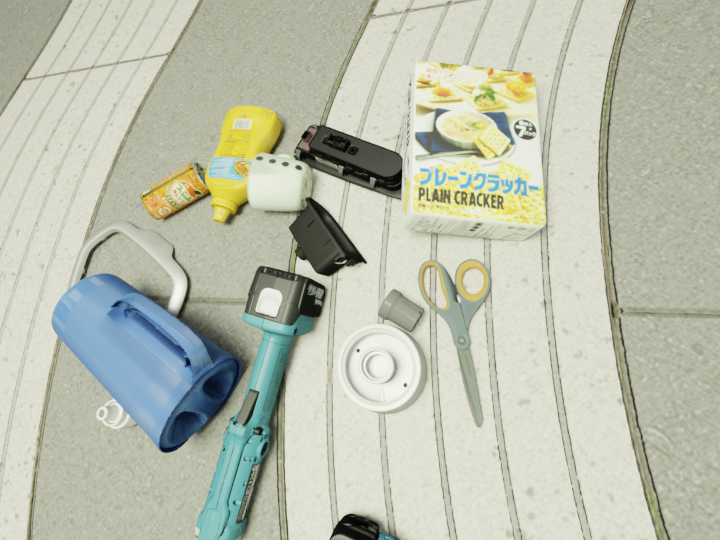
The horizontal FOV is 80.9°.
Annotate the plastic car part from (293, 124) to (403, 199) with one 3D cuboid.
[{"bbox_3d":[-0.010,-0.169,0.619,0.211,0.064,0.066,28,75,20],"label":"plastic car part"}]

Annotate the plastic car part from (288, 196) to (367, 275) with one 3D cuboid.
[{"bbox_3d":[-0.058,-0.038,0.592,0.071,0.063,0.122,-45,63,13],"label":"plastic car part"}]

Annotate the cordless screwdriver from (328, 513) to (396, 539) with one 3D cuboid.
[{"bbox_3d":[0.075,0.356,0.409,0.256,0.071,0.160,10,76,16],"label":"cordless screwdriver"}]

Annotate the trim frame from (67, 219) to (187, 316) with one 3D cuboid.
[{"bbox_3d":[-0.381,0.019,0.685,0.260,0.026,0.184,33,85,25],"label":"trim frame"}]

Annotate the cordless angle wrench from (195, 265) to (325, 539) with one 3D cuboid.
[{"bbox_3d":[-0.142,0.209,0.521,0.077,0.094,0.425,12,80,17],"label":"cordless angle wrench"}]
